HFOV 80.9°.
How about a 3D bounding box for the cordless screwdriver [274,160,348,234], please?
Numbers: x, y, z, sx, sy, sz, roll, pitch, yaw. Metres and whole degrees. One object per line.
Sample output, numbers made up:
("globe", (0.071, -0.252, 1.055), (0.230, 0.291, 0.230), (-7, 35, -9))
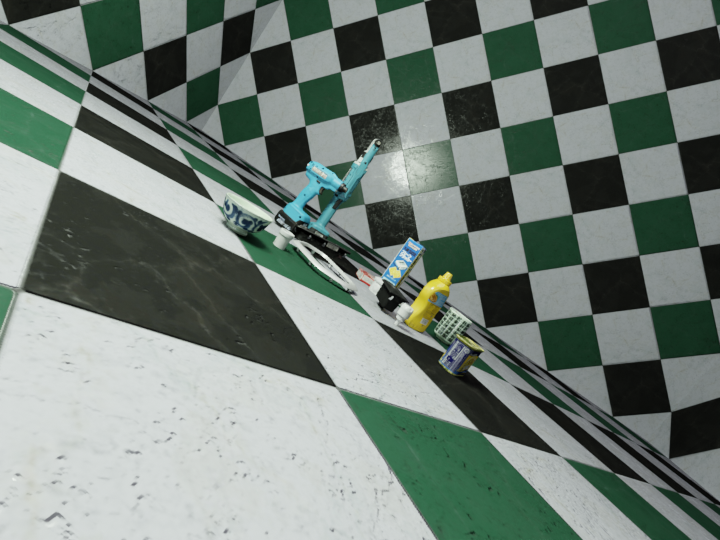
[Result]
("cordless screwdriver", (-0.164, -0.225, 1.409), (0.165, 0.249, 0.072), (37, 7, 17))

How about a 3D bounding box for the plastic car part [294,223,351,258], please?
("plastic car part", (-0.134, -0.087, 1.367), (0.196, 0.067, 0.069), (32, 7, -20))

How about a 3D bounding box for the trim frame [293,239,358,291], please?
("trim frame", (-0.100, -0.015, 1.187), (0.174, 0.027, 0.263), (28, 9, -44))

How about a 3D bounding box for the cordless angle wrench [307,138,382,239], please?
("cordless angle wrench", (-0.059, -0.262, 1.429), (0.072, 0.423, 0.101), (33, 7, -20))

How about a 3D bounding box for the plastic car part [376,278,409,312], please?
("plastic car part", (0.078, 0.078, 1.200), (0.064, 0.071, 0.120), (32, 7, -19))
